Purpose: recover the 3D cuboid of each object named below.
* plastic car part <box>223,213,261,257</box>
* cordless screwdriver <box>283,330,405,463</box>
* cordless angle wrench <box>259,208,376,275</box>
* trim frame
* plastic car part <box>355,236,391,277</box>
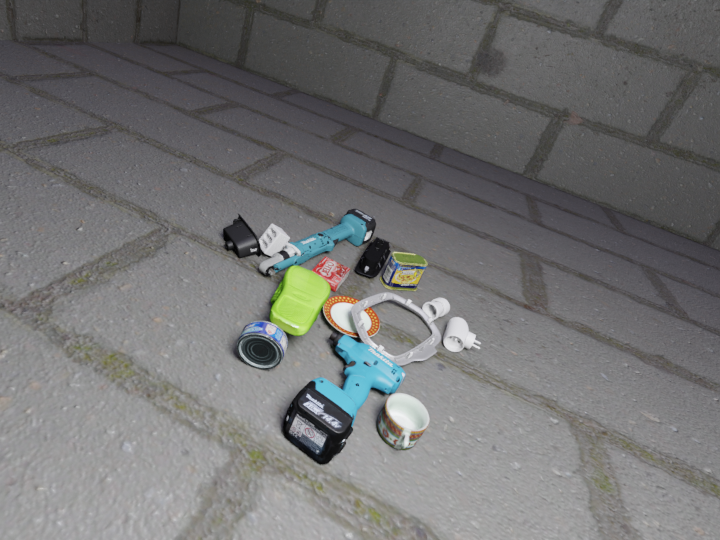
[{"bbox_3d":[-0.299,-0.075,1.035,0.069,0.064,0.123,-21,50,-28],"label":"plastic car part"},{"bbox_3d":[-0.039,0.193,0.722,0.166,0.073,0.241,31,29,20],"label":"cordless screwdriver"},{"bbox_3d":[-0.109,-0.071,1.115,0.102,0.073,0.411,33,36,22],"label":"cordless angle wrench"},{"bbox_3d":[0.083,0.120,0.919,0.192,0.027,0.238,45,32,24],"label":"trim frame"},{"bbox_3d":[0.043,-0.043,1.159,0.067,0.067,0.202,29,34,2],"label":"plastic car part"}]
